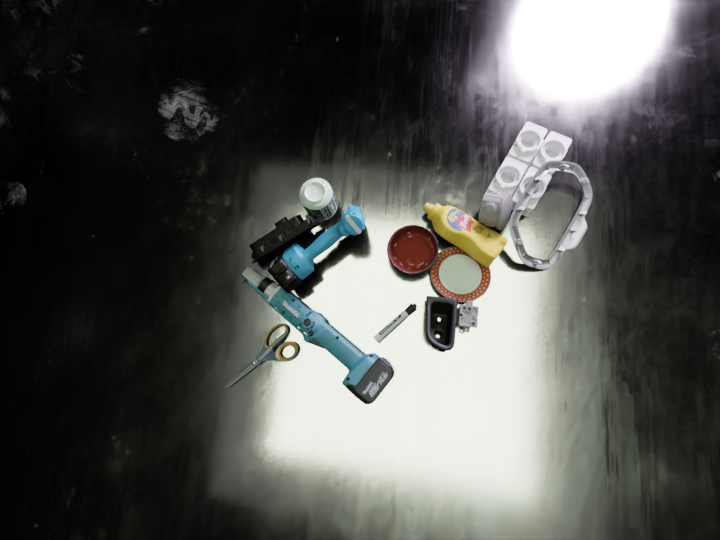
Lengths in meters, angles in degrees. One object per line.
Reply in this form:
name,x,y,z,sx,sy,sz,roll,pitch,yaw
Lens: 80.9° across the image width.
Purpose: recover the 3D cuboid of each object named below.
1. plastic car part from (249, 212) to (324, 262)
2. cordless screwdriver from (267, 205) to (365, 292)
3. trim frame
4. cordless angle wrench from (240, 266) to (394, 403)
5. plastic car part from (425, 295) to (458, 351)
plastic car part,-0.188,-0.081,0.999,0.205,0.066,0.066,-33,99,17
cordless screwdriver,-0.096,-0.063,0.982,0.251,0.162,0.073,-37,105,11
trim frame,0.413,-0.120,0.906,0.177,0.028,0.248,35,83,-19
cordless angle wrench,-0.115,0.124,0.962,0.438,0.072,0.098,38,85,18
plastic car part,0.170,0.122,0.906,0.067,0.068,0.118,5,62,9
